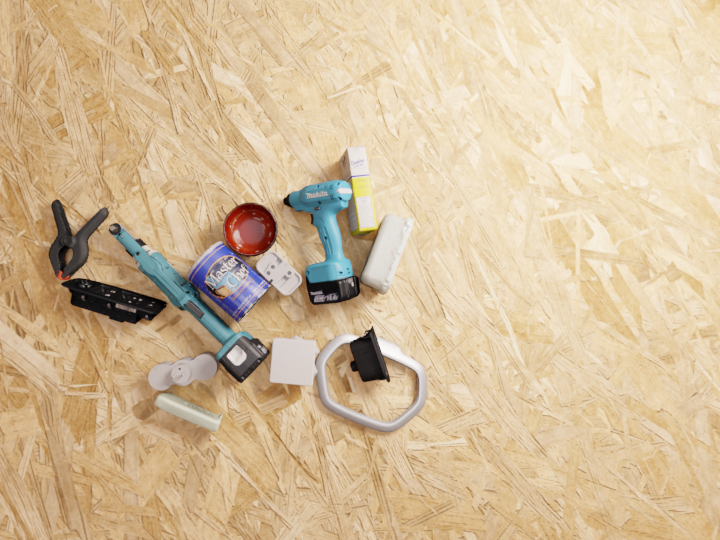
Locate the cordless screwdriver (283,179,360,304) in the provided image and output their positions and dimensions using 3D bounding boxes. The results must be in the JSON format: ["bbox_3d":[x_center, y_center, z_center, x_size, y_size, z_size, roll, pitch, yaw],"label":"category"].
[{"bbox_3d":[-0.086,-0.057,0.884,0.166,0.071,0.248,-4,92,34],"label":"cordless screwdriver"}]

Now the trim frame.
[{"bbox_3d":[0.023,0.235,0.899,0.249,0.027,0.184,21,85,1],"label":"trim frame"}]

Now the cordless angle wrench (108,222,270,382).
[{"bbox_3d":[-0.364,0.051,0.871,0.428,0.097,0.074,43,83,6],"label":"cordless angle wrench"}]

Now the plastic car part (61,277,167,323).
[{"bbox_3d":[-0.512,0.066,0.874,0.202,0.067,0.066,21,111,-3],"label":"plastic car part"}]

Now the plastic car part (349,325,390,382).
[{"bbox_3d":[0.012,0.182,0.868,0.072,0.065,0.117,-15,90,9],"label":"plastic car part"}]
